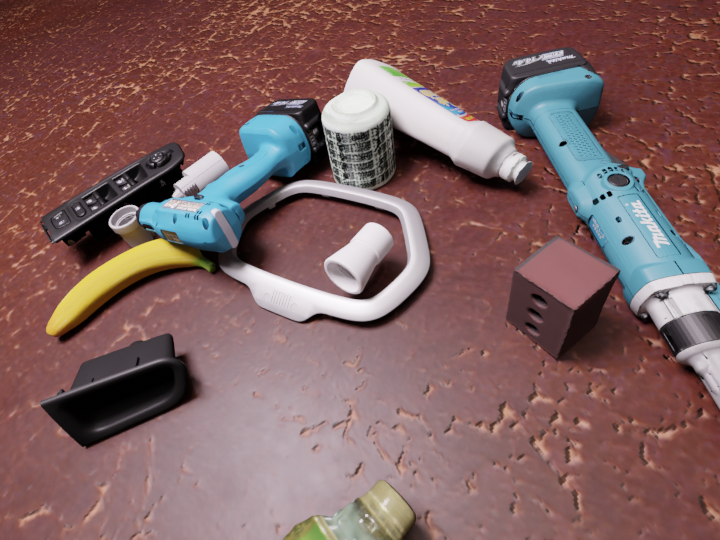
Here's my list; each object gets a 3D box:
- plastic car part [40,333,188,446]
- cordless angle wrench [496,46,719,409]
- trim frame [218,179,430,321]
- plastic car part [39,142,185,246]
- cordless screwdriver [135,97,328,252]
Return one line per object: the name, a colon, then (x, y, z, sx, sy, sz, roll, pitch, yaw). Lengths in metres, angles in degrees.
plastic car part: (-0.219, 0.099, 0.399, 0.115, 0.063, 0.075, -24, 36, -9)
cordless angle wrench: (0.236, -0.068, 0.398, 0.099, 0.071, 0.438, -11, 53, 6)
trim frame: (-0.046, -0.030, 0.471, 0.259, 0.026, 0.184, 17, 57, 24)
plastic car part: (-0.315, -0.098, 0.570, 0.201, 0.064, 0.070, -43, 48, -15)
cordless screwdriver: (-0.156, -0.123, 0.528, 0.167, 0.071, 0.248, 10, 50, 33)
